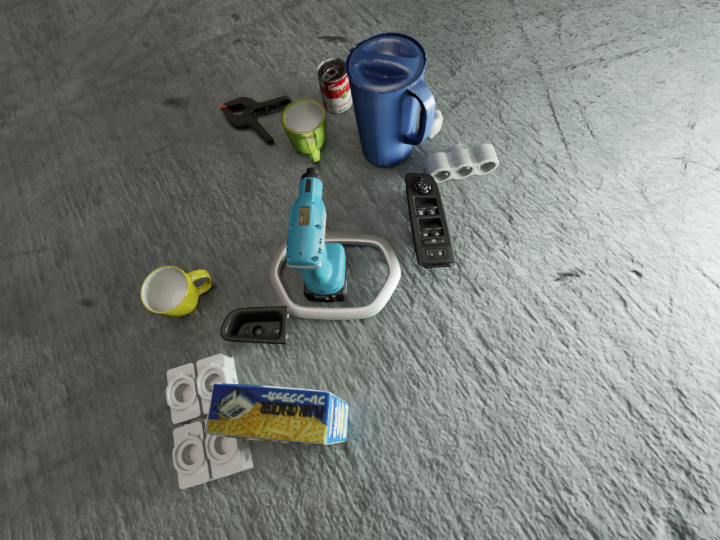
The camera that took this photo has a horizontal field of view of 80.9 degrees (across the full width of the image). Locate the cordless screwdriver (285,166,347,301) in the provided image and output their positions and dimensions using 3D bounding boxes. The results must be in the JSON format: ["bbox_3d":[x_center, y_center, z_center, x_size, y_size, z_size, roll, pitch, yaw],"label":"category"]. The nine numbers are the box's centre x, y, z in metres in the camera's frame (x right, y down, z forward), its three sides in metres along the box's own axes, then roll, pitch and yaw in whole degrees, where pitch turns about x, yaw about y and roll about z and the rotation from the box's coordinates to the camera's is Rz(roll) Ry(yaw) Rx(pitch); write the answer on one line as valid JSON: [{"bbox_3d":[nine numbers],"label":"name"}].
[{"bbox_3d":[-0.069,-0.045,0.703,0.075,0.240,0.162,0,68,5],"label":"cordless screwdriver"}]

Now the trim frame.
[{"bbox_3d":[-0.051,0.003,0.797,0.252,0.026,0.188,-2,67,9],"label":"trim frame"}]

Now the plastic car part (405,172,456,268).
[{"bbox_3d":[0.124,-0.092,0.787,0.067,0.065,0.208,-8,66,4],"label":"plastic car part"}]

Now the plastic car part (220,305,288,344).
[{"bbox_3d":[-0.182,0.103,0.754,0.118,0.068,0.067,-2,68,8],"label":"plastic car part"}]
